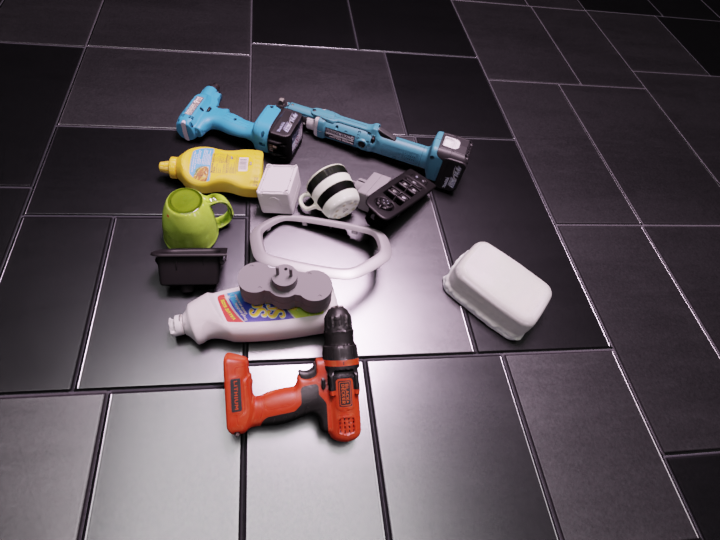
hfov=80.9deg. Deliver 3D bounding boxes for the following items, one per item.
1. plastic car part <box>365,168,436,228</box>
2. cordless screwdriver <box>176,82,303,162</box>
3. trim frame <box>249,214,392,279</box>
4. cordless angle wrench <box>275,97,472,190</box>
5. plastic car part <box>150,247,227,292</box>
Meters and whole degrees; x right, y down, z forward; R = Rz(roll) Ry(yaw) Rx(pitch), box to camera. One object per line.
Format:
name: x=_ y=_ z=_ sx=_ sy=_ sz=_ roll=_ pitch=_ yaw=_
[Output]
plastic car part: x=0.066 y=-0.133 z=0.798 sx=0.067 sy=0.067 sz=0.199 roll=43 pitch=40 yaw=7
cordless screwdriver: x=-0.242 y=-0.321 z=0.888 sx=0.252 sy=0.072 sz=0.161 roll=14 pitch=57 yaw=5
trim frame: x=-0.071 y=-0.046 z=0.722 sx=0.255 sy=0.027 sz=0.185 roll=8 pitch=37 yaw=13
cordless angle wrench: x=0.013 y=-0.284 z=0.895 sx=0.432 sy=0.095 sz=0.075 roll=21 pitch=57 yaw=10
plastic car part: x=-0.273 y=-0.001 z=0.683 sx=0.114 sy=0.068 sz=0.070 roll=-4 pitch=99 yaw=-12
